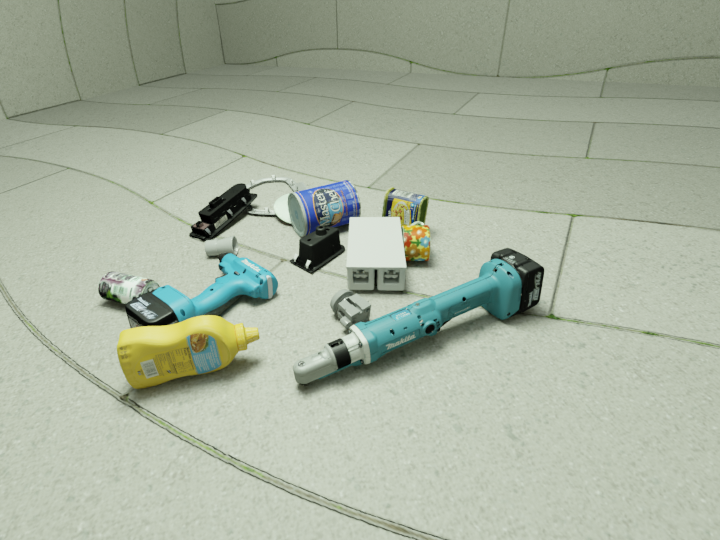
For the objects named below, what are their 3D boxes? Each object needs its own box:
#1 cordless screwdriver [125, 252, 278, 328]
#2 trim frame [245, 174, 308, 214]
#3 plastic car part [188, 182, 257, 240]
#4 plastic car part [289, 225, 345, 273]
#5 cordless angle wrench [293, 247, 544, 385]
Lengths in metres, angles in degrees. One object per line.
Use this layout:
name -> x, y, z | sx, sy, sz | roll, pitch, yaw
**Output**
cordless screwdriver -> -0.289, 0.040, 0.756 | 0.168, 0.072, 0.242 | 26, 40, 36
trim frame -> -0.237, -0.209, 1.151 | 0.180, 0.027, 0.261 | -14, 34, -16
plastic car part -> -0.335, -0.154, 1.033 | 0.069, 0.064, 0.201 | 8, 40, 31
plastic car part -> -0.086, -0.056, 0.876 | 0.070, 0.068, 0.114 | 26, 46, 33
cordless angle wrench -> 0.093, 0.076, 0.654 | 0.415, 0.094, 0.078 | -20, 34, -17
